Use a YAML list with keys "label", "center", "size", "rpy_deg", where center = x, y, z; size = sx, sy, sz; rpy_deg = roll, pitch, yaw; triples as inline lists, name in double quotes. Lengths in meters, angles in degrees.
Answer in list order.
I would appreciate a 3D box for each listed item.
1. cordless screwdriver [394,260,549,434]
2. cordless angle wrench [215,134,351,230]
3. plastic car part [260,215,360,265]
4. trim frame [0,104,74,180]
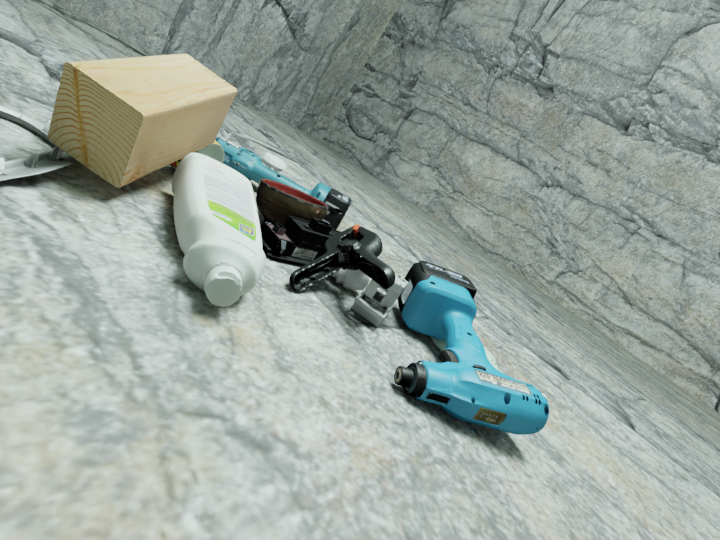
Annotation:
- label: "cordless screwdriver"
  center: [0.096, 0.076, 0.513]
  size: [0.155, 0.074, 0.257]
  rpy_deg: [16, 25, -15]
- label: "cordless angle wrench"
  center: [-0.219, -0.201, 0.801]
  size: [0.422, 0.074, 0.098]
  rpy_deg: [29, 15, -1]
- label: "plastic car part"
  center: [-0.060, -0.039, 0.615]
  size: [0.192, 0.067, 0.070]
  rpy_deg: [18, 14, -49]
- label: "trim frame"
  center: [-0.365, -0.132, 0.383]
  size: [0.179, 0.027, 0.255]
  rpy_deg: [28, 14, -16]
